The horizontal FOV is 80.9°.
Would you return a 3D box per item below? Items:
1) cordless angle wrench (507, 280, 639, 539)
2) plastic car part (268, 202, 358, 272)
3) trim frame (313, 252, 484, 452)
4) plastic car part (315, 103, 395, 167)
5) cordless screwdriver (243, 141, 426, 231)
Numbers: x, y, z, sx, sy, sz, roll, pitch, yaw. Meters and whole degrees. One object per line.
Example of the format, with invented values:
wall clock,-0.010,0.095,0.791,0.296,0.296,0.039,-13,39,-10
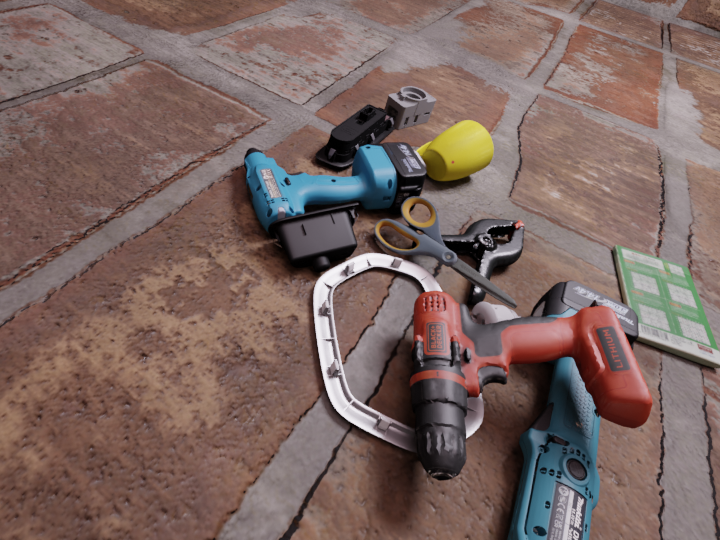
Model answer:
cordless angle wrench,0.176,0.182,0.378,0.100,0.073,0.421,26,50,11
plastic car part,-0.052,-0.034,0.534,0.113,0.065,0.073,-17,69,-22
trim frame,0.042,0.072,0.474,0.180,0.027,0.259,0,47,-14
plastic car part,-0.001,-0.239,0.729,0.067,0.066,0.201,34,52,6
cordless screwdriver,-0.043,-0.139,0.619,0.243,0.072,0.167,-13,52,-18
